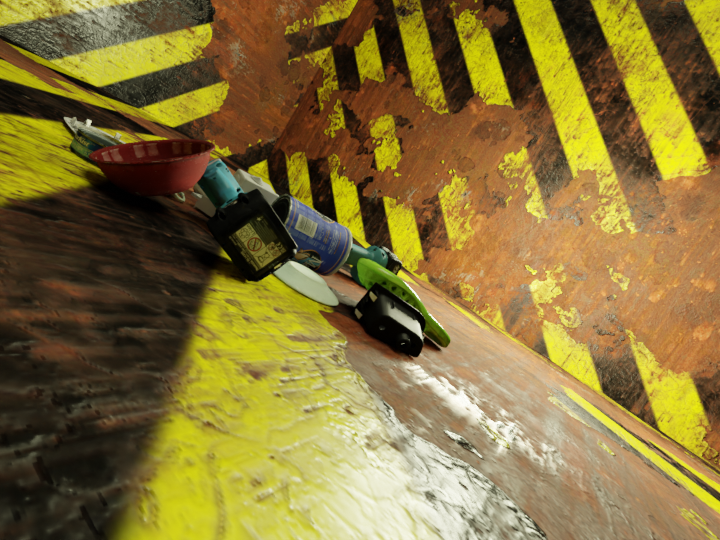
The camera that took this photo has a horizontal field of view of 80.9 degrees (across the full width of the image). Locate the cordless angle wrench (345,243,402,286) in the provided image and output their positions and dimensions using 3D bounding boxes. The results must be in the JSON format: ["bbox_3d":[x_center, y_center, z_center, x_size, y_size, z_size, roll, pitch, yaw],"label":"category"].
[{"bbox_3d":[-0.087,-0.057,0.888,0.401,0.098,0.078,22,14,-37],"label":"cordless angle wrench"}]

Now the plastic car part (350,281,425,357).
[{"bbox_3d":[0.051,0.083,0.613,0.114,0.066,0.072,33,21,-11],"label":"plastic car part"}]

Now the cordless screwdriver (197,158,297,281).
[{"bbox_3d":[-0.159,-0.063,0.598,0.152,0.074,0.262,60,-10,-33],"label":"cordless screwdriver"}]

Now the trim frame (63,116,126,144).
[{"bbox_3d":[-0.459,-0.235,0.807,0.263,0.027,0.174,34,6,39],"label":"trim frame"}]
